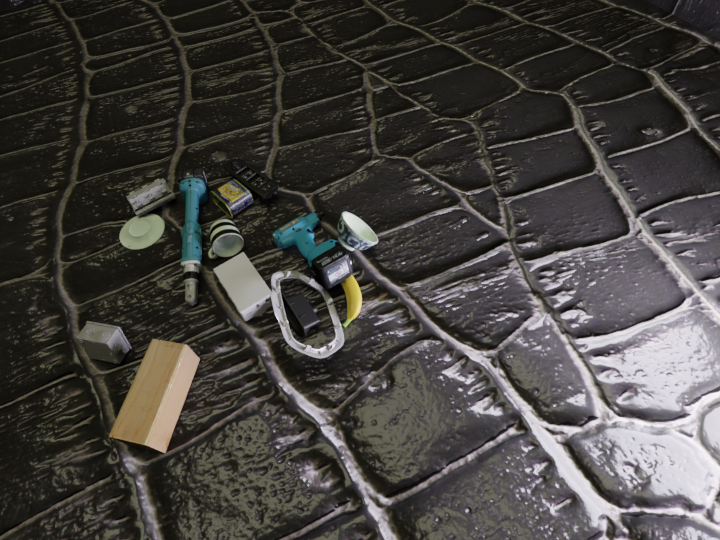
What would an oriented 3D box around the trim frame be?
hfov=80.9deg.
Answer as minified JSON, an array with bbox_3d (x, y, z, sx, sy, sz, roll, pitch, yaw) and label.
[{"bbox_3d":[-0.125,0.092,0.974,0.175,0.027,0.260,11,41,-32],"label":"trim frame"}]

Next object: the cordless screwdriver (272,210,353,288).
[{"bbox_3d":[-0.107,-0.070,1.094,0.157,0.071,0.263,-34,45,-18],"label":"cordless screwdriver"}]

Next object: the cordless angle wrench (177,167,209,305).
[{"bbox_3d":[-0.463,-0.101,1.164,0.074,0.095,0.438,-8,59,-7],"label":"cordless angle wrench"}]

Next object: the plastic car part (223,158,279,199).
[{"bbox_3d":[-0.329,-0.272,1.275,0.211,0.065,0.066,38,73,22],"label":"plastic car part"}]

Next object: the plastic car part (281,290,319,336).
[{"bbox_3d":[-0.141,0.100,1.018,0.069,0.065,0.122,-25,60,-30],"label":"plastic car part"}]
